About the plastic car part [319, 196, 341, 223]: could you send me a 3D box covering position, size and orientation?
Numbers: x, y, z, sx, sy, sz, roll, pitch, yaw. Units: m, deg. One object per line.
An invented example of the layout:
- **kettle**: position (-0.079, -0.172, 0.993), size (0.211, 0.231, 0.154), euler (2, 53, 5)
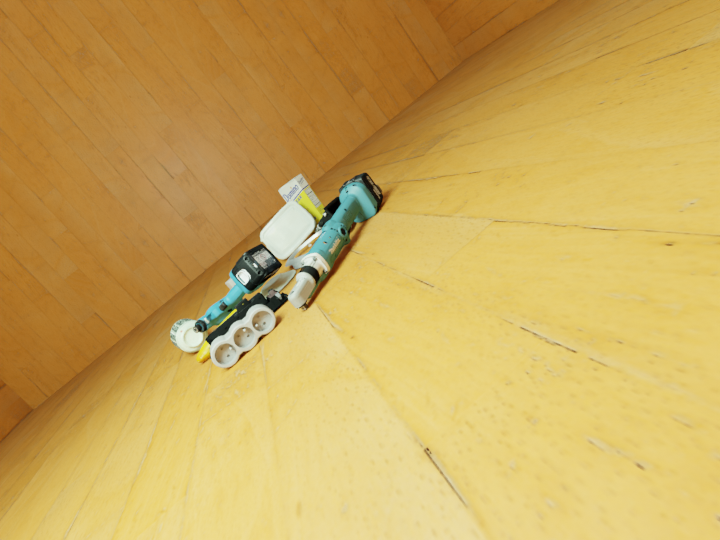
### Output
- **plastic car part**: position (-0.080, -0.162, 1.238), size (0.071, 0.066, 0.116), euler (-47, 6, 32)

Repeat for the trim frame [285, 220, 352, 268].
- **trim frame**: position (-0.108, -0.071, 1.105), size (0.257, 0.027, 0.182), euler (-16, 27, 49)

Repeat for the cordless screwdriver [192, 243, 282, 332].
- **cordless screwdriver**: position (-0.302, 0.053, 1.012), size (0.251, 0.075, 0.157), euler (-45, -1, 34)

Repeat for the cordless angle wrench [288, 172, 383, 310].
- **cordless angle wrench**: position (-0.054, -0.073, 0.899), size (0.076, 0.095, 0.424), euler (-24, 25, 36)

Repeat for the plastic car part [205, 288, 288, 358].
- **plastic car part**: position (-0.244, 0.104, 0.883), size (0.202, 0.065, 0.069), euler (-46, 23, -15)
